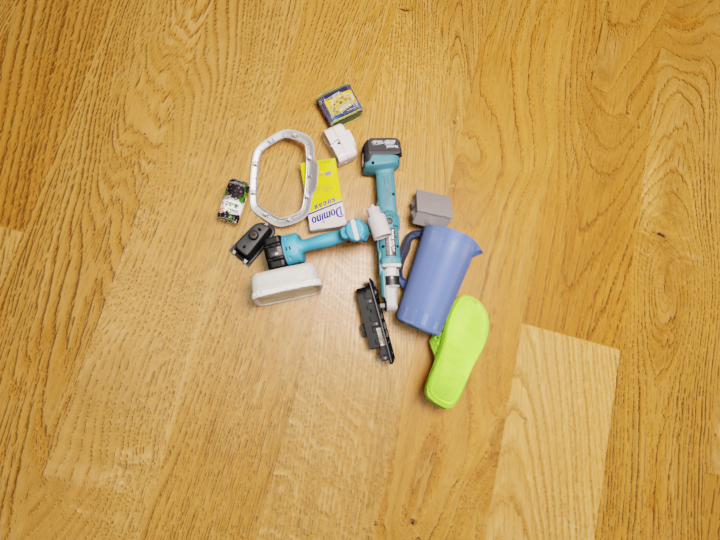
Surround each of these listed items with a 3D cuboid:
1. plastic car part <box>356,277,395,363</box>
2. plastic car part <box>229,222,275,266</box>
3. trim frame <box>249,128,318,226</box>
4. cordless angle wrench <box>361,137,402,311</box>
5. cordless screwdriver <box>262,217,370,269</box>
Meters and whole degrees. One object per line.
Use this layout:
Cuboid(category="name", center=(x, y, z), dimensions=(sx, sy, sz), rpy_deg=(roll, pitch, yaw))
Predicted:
Cuboid(category="plastic car part", center=(0.033, 0.120, 1.010), dimensions=(0.069, 0.064, 0.205), rpy_deg=(-14, 81, 19))
Cuboid(category="plastic car part", center=(-0.261, -0.075, 1.025), dimensions=(0.066, 0.071, 0.116), rpy_deg=(39, 84, 0))
Cuboid(category="trim frame", center=(-0.192, -0.232, 1.051), dimensions=(0.189, 0.027, 0.250), rpy_deg=(2, 83, 15))
Cuboid(category="cordless angle wrench", center=(0.062, -0.114, 1.027), dimensions=(0.097, 0.074, 0.429), rpy_deg=(-2, 76, -4))
Cuboid(category="cordless screwdriver", center=(-0.099, -0.065, 1.010), dimensions=(0.252, 0.156, 0.075), rpy_deg=(-14, 88, 10))
